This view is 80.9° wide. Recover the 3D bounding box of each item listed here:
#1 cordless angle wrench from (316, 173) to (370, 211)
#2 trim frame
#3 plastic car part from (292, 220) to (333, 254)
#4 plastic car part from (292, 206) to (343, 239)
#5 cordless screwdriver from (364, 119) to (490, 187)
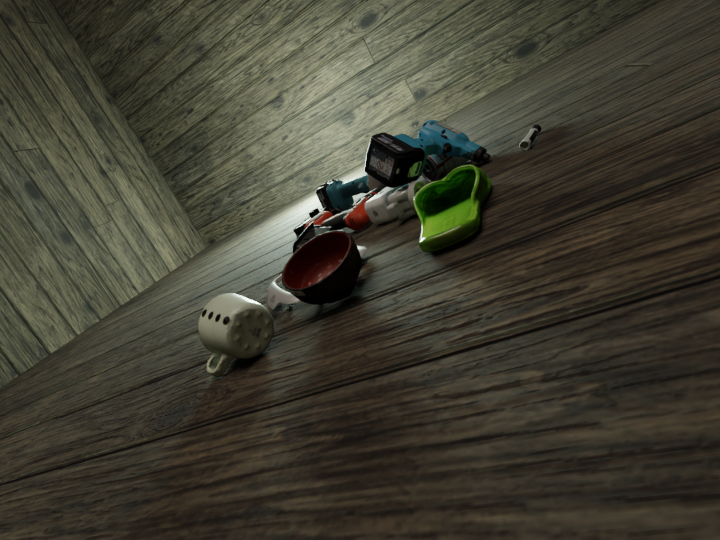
[{"bbox_3d":[0.046,-0.249,1.182,0.441,0.096,0.073,-8,21,46],"label":"cordless angle wrench"},{"bbox_3d":[-0.084,0.007,0.737,0.182,0.027,0.258,-34,18,-17],"label":"trim frame"},{"bbox_3d":[-0.087,-0.057,0.889,0.073,0.064,0.116,-9,24,21],"label":"plastic car part"},{"bbox_3d":[-0.124,-0.132,1.175,0.069,0.065,0.201,-11,26,35],"label":"plastic car part"},{"bbox_3d":[0.136,-0.231,0.837,0.242,0.167,0.073,-30,-36,-38],"label":"cordless screwdriver"}]
